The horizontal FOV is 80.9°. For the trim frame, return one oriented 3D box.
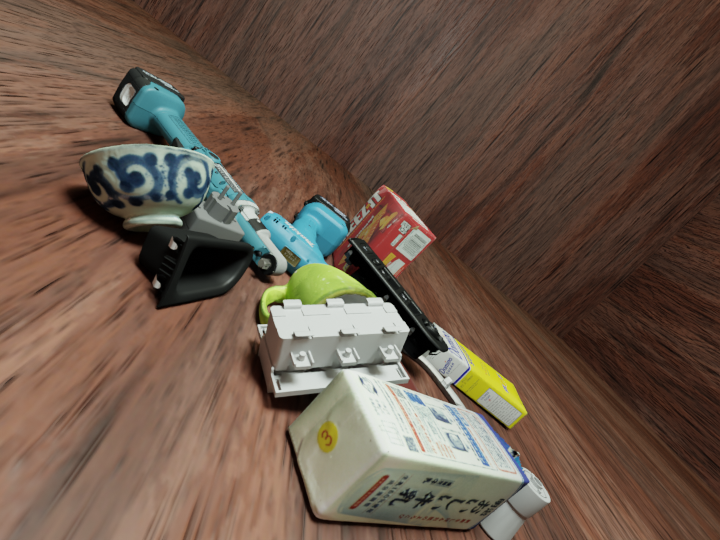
[{"bbox_3d":[0.056,0.128,0.562,0.242,0.028,0.188,37,15,-15],"label":"trim frame"}]

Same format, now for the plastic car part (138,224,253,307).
[{"bbox_3d":[-0.162,-0.014,0.404,0.073,0.066,0.114,28,9,12],"label":"plastic car part"}]

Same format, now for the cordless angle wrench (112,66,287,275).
[{"bbox_3d":[-0.230,-0.147,0.612,0.442,0.074,0.093,48,17,25],"label":"cordless angle wrench"}]

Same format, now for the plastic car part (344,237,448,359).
[{"bbox_3d":[0.041,0.045,0.597,0.208,0.067,0.064,47,7,14],"label":"plastic car part"}]

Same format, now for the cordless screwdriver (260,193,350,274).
[{"bbox_3d":[-0.068,-0.044,0.693,0.159,0.074,0.248,39,18,-1],"label":"cordless screwdriver"}]
